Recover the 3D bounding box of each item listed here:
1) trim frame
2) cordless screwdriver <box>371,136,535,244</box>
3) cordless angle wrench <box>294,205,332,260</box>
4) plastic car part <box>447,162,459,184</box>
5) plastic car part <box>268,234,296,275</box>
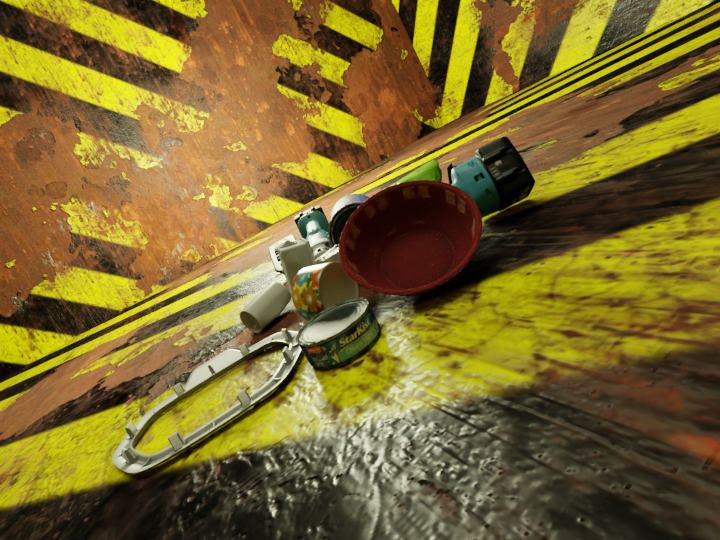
[{"bbox_3d":[-0.172,0.139,0.491,0.246,0.027,0.189,-33,14,-10],"label":"trim frame"},{"bbox_3d":[0.108,-0.085,0.612,0.251,0.076,0.154,-25,-13,7],"label":"cordless screwdriver"},{"bbox_3d":[-0.085,-0.055,0.866,0.074,0.095,0.433,-25,18,-1],"label":"cordless angle wrench"},{"bbox_3d":[0.210,-0.183,0.824,0.073,0.064,0.115,-6,18,22],"label":"plastic car part"},{"bbox_3d":[-0.152,-0.019,0.897,0.066,0.065,0.209,-23,18,-8],"label":"plastic car part"}]
